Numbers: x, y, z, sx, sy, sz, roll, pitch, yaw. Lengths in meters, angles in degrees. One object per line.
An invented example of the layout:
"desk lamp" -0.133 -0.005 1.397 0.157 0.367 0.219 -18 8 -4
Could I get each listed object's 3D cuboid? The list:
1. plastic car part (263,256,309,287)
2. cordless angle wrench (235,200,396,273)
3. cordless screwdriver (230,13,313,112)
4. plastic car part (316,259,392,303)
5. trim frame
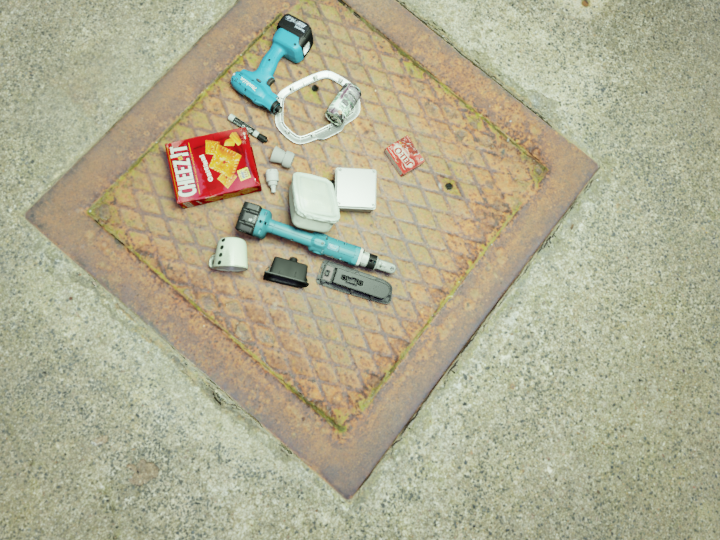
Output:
"plastic car part" -0.186 -0.001 1.087 0.115 0.066 0.072 11 69 -8
"cordless angle wrench" -0.106 -0.069 1.084 0.419 0.099 0.074 19 86 -6
"cordless screwdriver" -0.214 -0.549 1.136 0.162 0.073 0.248 37 85 7
"plastic car part" -0.007 0.030 1.094 0.201 0.067 0.067 19 76 -5
"trim frame" -0.118 -0.448 1.160 0.246 0.027 0.185 -28 87 -9
